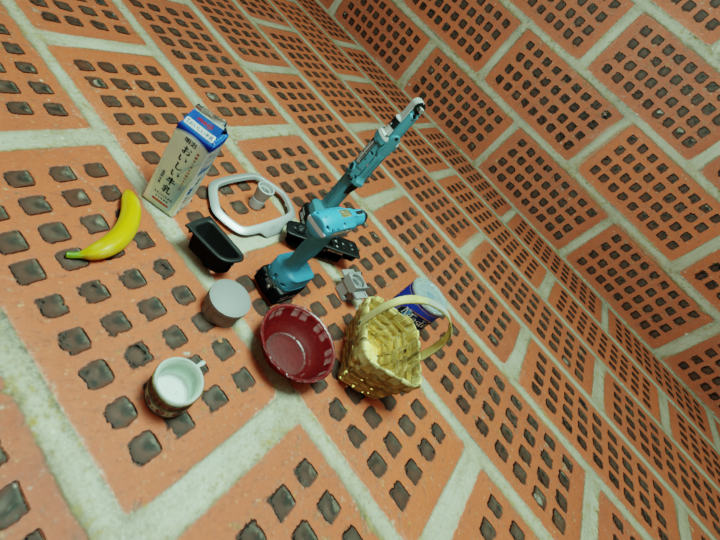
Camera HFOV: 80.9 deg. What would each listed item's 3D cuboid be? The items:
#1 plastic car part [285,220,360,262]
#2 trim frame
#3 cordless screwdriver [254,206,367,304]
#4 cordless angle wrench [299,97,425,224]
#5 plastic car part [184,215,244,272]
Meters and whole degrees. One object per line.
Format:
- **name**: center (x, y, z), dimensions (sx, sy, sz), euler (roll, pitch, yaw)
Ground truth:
- **plastic car part**: center (-0.101, -0.066, 1.036), dimensions (0.194, 0.068, 0.069), euler (23, 40, -27)
- **trim frame**: center (-0.258, -0.160, 1.018), dimensions (0.188, 0.028, 0.242), euler (48, 35, 8)
- **cordless screwdriver**: center (-0.096, -0.037, 0.848), dimensions (0.153, 0.251, 0.076), euler (-20, 71, -53)
- **cordless angle wrench**: center (-0.002, -0.235, 0.999), dimensions (0.071, 0.427, 0.102), euler (18, 44, -35)
- **plastic car part**: center (-0.289, -0.038, 0.817), dimensions (0.118, 0.071, 0.064), euler (48, 35, 6)
